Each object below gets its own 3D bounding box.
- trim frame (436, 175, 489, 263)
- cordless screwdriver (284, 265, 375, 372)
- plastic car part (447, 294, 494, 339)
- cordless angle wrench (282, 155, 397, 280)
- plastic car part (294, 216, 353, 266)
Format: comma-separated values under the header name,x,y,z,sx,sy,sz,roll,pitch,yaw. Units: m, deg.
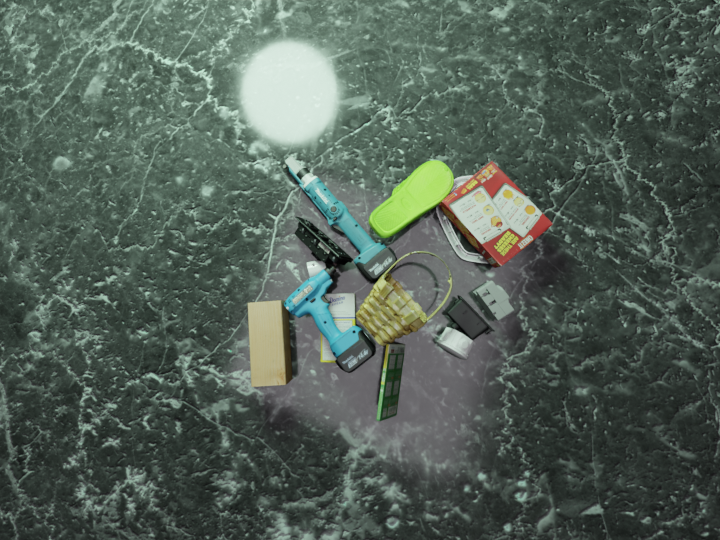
name,x,y,z,sx,sy,sz,roll,pitch,yaw
trim frame,0.309,-0.136,1.111,0.184,0.027,0.254,-23,77,2
cordless screwdriver,-0.057,0.118,1.049,0.159,0.072,0.257,-43,73,-2
plastic car part,0.262,0.127,1.053,0.071,0.064,0.120,-45,77,-2
cordless angle wrench,-0.069,-0.157,1.143,0.098,0.072,0.434,-40,76,2
plastic car part,-0.109,-0.071,1.115,0.213,0.063,0.067,46,117,31
